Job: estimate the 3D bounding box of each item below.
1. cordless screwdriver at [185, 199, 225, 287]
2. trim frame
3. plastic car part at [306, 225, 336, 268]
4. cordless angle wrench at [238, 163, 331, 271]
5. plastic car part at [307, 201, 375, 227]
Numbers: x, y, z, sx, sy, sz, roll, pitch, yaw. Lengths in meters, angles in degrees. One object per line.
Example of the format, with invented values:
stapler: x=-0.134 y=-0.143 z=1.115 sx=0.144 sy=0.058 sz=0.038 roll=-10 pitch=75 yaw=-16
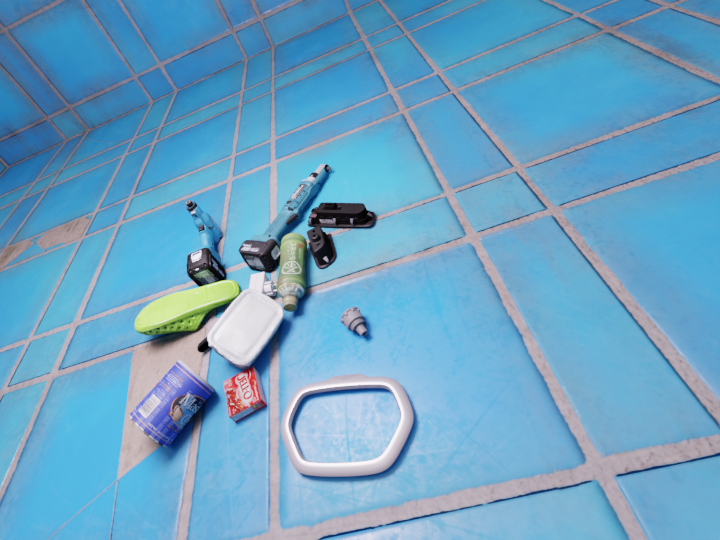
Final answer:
cordless screwdriver: x=-0.450 y=-0.081 z=1.201 sx=0.075 sy=0.151 sz=0.260 roll=-23 pitch=45 yaw=3
trim frame: x=-0.029 y=0.267 z=0.752 sx=0.255 sy=0.026 sz=0.189 roll=-13 pitch=46 yaw=18
plastic car part: x=-0.105 y=-0.069 z=1.076 sx=0.066 sy=0.067 sz=0.122 roll=-25 pitch=40 yaw=4
cordless angle wrench: x=-0.197 y=-0.177 z=1.228 sx=0.103 sy=0.071 sz=0.424 roll=6 pitch=50 yaw=30
plastic car part: x=-0.055 y=-0.155 z=1.142 sx=0.212 sy=0.064 sz=0.066 roll=9 pitch=46 yaw=30
